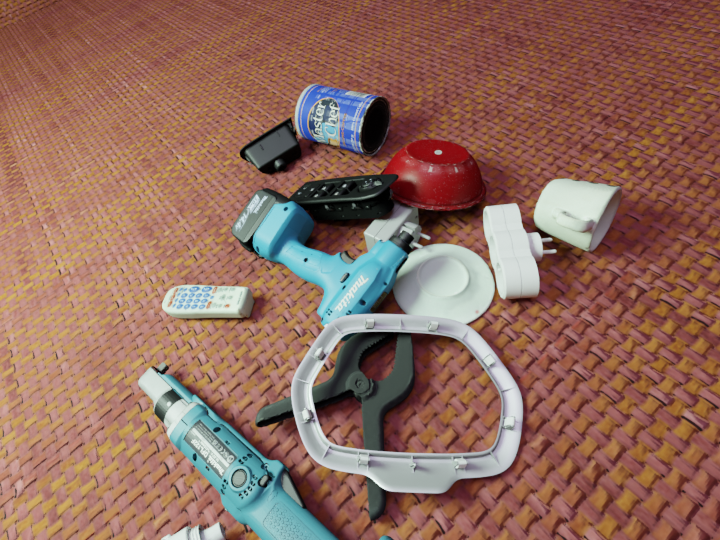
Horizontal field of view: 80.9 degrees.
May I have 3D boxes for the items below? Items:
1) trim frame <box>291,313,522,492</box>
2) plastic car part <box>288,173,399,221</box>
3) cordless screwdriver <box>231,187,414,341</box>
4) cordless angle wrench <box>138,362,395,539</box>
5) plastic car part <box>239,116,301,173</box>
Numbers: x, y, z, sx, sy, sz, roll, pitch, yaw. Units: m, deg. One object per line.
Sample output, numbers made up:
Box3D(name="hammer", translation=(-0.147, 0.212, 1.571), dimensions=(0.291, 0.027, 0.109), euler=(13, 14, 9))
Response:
Box3D(name="trim frame", translation=(0.050, 0.132, 0.453), dimensions=(0.248, 0.027, 0.189), euler=(3, 59, -2))
Box3D(name="plastic car part", translation=(-0.027, -0.105, 0.638), dimensions=(0.213, 0.065, 0.065), euler=(1, 33, 47))
Box3D(name="cordless screwdriver", translation=(-0.058, -0.038, 0.591), dimensions=(0.262, 0.070, 0.159), euler=(37, 89, 31))
Box3D(name="cordless angle wrench", translation=(-0.113, 0.222, 0.441), dimensions=(0.446, 0.071, 0.097), euler=(25, 64, 32))
Box3D(name="plastic car part", translation=(-0.157, -0.218, 0.788), dimensions=(0.116, 0.064, 0.074), euler=(-36, 68, -9))
